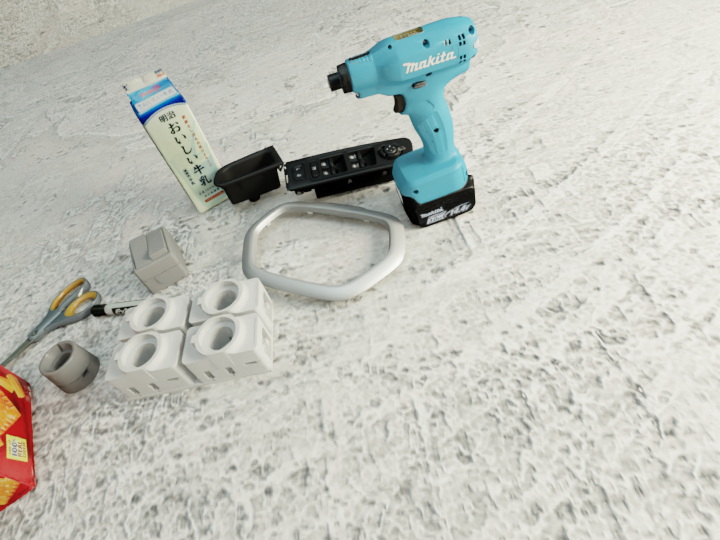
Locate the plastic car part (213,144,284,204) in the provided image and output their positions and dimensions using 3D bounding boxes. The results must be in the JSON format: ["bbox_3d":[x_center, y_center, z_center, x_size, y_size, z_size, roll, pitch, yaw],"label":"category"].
[{"bbox_3d":[-0.183,-0.152,0.716,0.116,0.067,0.069,-26,46,-6],"label":"plastic car part"}]

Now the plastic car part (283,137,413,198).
[{"bbox_3d":[-0.014,-0.154,0.661,0.204,0.064,0.069,-15,46,6],"label":"plastic car part"}]

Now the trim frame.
[{"bbox_3d":[-0.059,-0.038,0.599,0.259,0.026,0.185,9,53,26],"label":"trim frame"}]

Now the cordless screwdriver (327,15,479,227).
[{"bbox_3d":[0.061,-0.164,0.523,0.160,0.237,0.077,-15,46,3],"label":"cordless screwdriver"}]
